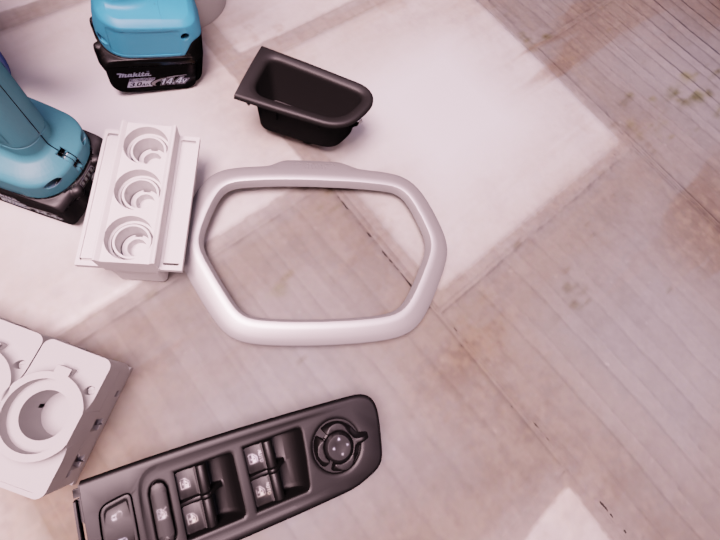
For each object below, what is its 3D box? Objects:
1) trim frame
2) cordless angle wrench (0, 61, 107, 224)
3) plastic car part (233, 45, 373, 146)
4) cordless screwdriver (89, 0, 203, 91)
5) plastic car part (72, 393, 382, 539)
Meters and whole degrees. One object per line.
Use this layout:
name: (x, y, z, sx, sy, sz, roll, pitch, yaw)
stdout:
trim frame: (-0.038, -0.025, 0.387, 0.245, 0.027, 0.188, -2, 71, -9)
cordless angle wrench: (-0.230, -0.142, 0.191, 0.097, 0.422, 0.075, 21, 70, -7)
plastic car part: (-0.054, -0.153, 0.408, 0.116, 0.070, 0.066, 21, 69, -2)
cordless screwdriver: (-0.164, -0.256, 0.335, 0.156, 0.248, 0.076, -13, 77, -16)
plastic car part: (-0.080, 0.144, 0.299, 0.199, 0.067, 0.068, -15, 75, -14)
